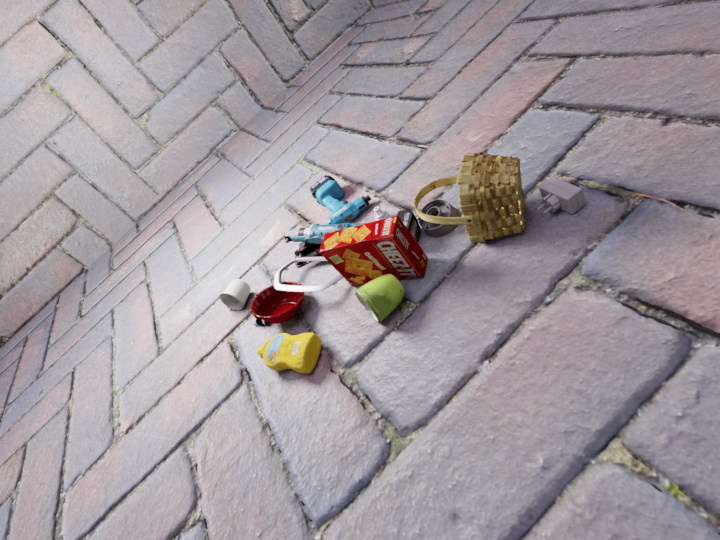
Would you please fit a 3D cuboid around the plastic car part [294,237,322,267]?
[{"bbox_3d":[-0.129,-0.085,1.324,0.207,0.064,0.068,-21,33,20],"label":"plastic car part"}]

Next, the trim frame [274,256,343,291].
[{"bbox_3d":[-0.142,0.006,1.225,0.259,0.026,0.184,-2,36,30],"label":"trim frame"}]

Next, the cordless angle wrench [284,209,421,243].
[{"bbox_3d":[-0.046,-0.106,1.207,0.442,0.070,0.099,1,54,33],"label":"cordless angle wrench"}]

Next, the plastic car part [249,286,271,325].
[{"bbox_3d":[-0.292,0.100,1.267,0.069,0.067,0.118,-8,50,35],"label":"plastic car part"}]

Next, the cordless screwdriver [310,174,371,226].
[{"bbox_3d":[-0.070,-0.243,1.422,0.160,0.070,0.261,-37,40,5],"label":"cordless screwdriver"}]
